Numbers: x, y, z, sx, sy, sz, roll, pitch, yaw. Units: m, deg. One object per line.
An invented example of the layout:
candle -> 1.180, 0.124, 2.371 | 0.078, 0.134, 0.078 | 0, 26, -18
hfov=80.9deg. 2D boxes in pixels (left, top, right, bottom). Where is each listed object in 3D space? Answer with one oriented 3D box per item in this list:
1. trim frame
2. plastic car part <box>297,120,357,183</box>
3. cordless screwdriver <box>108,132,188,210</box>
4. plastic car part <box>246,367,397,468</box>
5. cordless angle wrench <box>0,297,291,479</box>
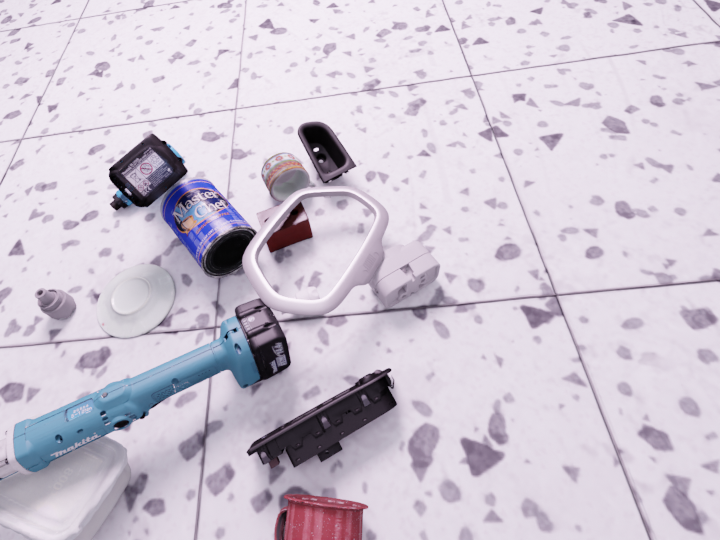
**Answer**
trim frame -> -0.060, -0.039, 0.616 | 0.191, 0.026, 0.248 | 20, 55, 18
plastic car part -> -0.066, -0.205, 0.758 | 0.065, 0.070, 0.120 | -28, 75, -11
cordless screwdriver -> -0.366, -0.149, 0.705 | 0.158, 0.071, 0.259 | -44, 25, -8
plastic car part -> -0.036, 0.186, 0.522 | 0.201, 0.065, 0.069 | -31, 71, -11
cordless angle wrench -> -0.291, 0.163, 0.512 | 0.415, 0.094, 0.078 | -24, 51, -18
